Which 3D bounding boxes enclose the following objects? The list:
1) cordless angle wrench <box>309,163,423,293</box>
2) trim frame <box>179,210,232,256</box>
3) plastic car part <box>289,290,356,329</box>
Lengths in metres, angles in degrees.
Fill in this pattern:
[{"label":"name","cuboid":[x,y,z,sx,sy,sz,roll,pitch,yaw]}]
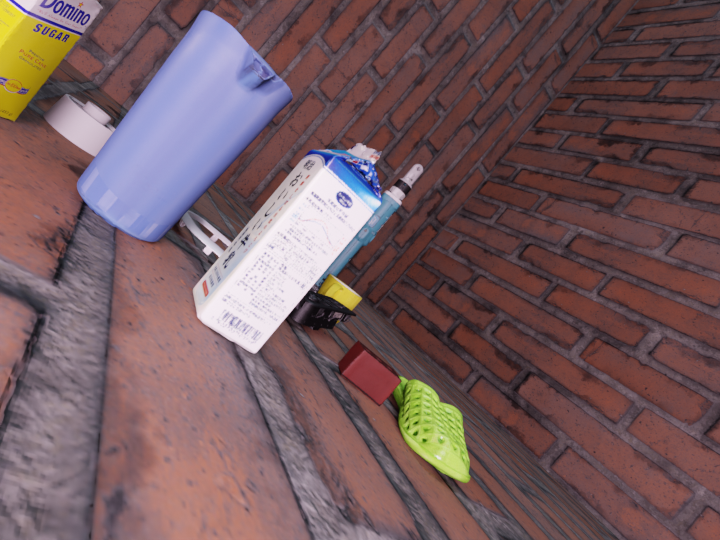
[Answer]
[{"label":"cordless angle wrench","cuboid":[0.007,-0.090,1.013,0.074,0.423,0.098,40,0,-2]},{"label":"trim frame","cuboid":[-0.212,-0.020,0.706,0.244,0.027,0.188,40,0,-12]},{"label":"plastic car part","cuboid":[-0.076,0.070,0.744,0.069,0.067,0.194,40,0,21]}]
